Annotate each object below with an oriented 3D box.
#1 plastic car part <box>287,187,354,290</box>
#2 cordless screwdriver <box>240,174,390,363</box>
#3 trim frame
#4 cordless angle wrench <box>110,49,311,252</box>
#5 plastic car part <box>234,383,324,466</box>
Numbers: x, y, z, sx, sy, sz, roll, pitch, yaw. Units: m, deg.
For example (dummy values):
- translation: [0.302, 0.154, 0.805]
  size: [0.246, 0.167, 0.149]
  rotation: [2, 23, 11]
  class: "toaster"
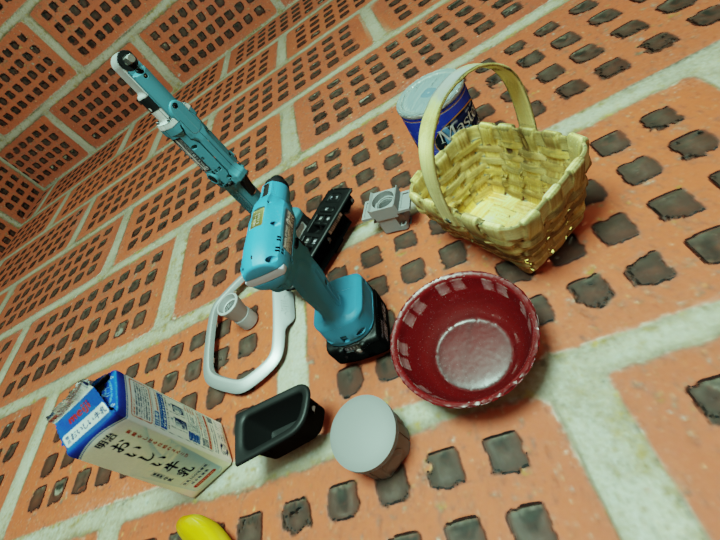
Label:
- translation: [-0.070, -0.046, 0.718]
  size: [0.070, 0.063, 0.203]
  rotation: [14, 65, 44]
  class: "plastic car part"
- translation: [-0.052, 0.002, 0.532]
  size: [0.076, 0.235, 0.164]
  rotation: [-23, 43, 20]
  class: "cordless screwdriver"
- translation: [-0.194, 0.092, 0.725]
  size: [0.187, 0.026, 0.258]
  rotation: [-28, 43, 16]
  class: "trim frame"
- translation: [-0.220, -0.165, 0.678]
  size: [0.103, 0.400, 0.074]
  rotation: [7, 59, 42]
  class: "cordless angle wrench"
- translation: [-0.092, 0.197, 0.526]
  size: [0.118, 0.067, 0.069]
  rotation: [-29, 42, 14]
  class: "plastic car part"
